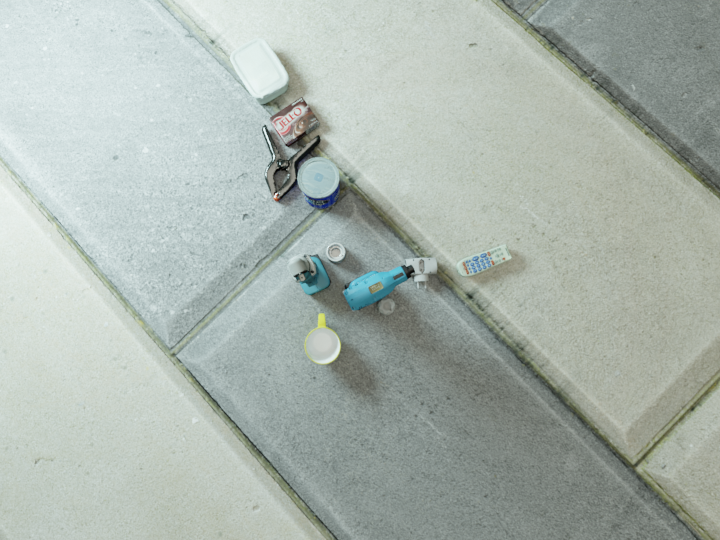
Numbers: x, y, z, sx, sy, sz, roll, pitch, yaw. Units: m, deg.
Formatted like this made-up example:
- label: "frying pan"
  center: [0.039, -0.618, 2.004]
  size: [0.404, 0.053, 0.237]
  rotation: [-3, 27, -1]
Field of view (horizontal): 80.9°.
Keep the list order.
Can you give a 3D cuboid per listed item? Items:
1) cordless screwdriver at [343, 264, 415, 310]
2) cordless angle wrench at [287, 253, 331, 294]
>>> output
- label: "cordless screwdriver"
  center: [0.038, 0.036, 1.001]
  size: [0.159, 0.247, 0.075]
  rotation: [-27, 88, -2]
- label: "cordless angle wrench"
  center: [-0.119, 0.002, 0.927]
  size: [0.074, 0.420, 0.099]
  rotation: [-26, 88, -3]
